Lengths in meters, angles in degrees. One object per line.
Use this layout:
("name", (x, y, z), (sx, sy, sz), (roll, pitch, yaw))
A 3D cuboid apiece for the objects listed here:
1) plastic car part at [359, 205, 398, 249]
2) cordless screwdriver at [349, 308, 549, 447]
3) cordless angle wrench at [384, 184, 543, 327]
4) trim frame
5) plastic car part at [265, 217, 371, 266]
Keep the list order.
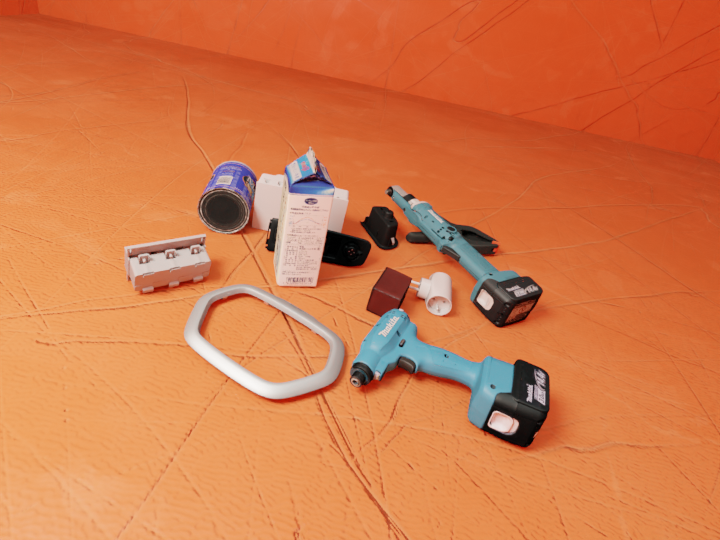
("plastic car part", (0.053, -0.105, 0.943), (0.064, 0.069, 0.122), (-2, 33, -21))
("cordless screwdriver", (0.116, 0.151, 0.581), (0.259, 0.073, 0.156), (22, 34, 21))
("cordless angle wrench", (0.181, -0.065, 0.888), (0.095, 0.073, 0.446), (-11, 44, -27))
("trim frame", (-0.141, 0.095, 0.624), (0.259, 0.027, 0.181), (24, 36, 21))
("plastic car part", (-0.082, -0.054, 0.840), (0.204, 0.066, 0.067), (13, 7, 3))
